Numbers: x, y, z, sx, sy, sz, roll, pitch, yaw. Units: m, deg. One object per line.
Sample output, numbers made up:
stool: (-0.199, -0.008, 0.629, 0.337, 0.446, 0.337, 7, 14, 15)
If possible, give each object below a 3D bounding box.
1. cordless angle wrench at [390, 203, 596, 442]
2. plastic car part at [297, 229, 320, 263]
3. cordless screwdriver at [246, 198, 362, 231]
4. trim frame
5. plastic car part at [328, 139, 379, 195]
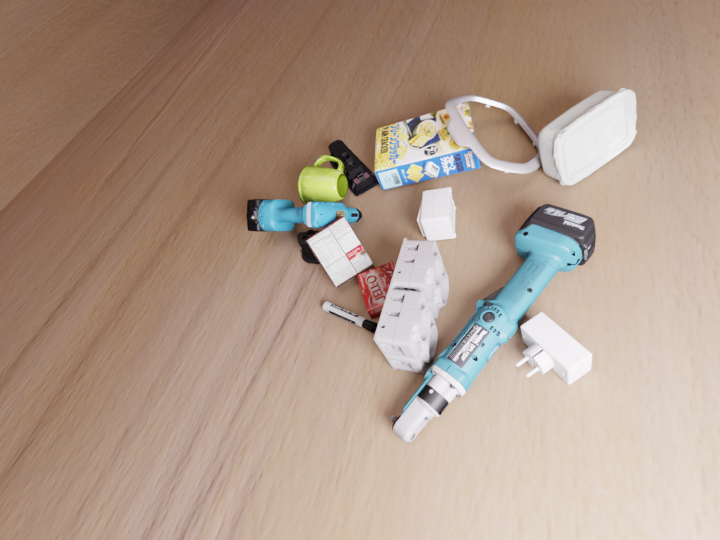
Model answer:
cordless angle wrench: (0.194, 0.079, 0.628, 0.421, 0.070, 0.104, -48, 48, -11)
plastic car part: (-0.087, -0.057, 0.885, 0.121, 0.067, 0.067, 2, 54, 25)
cordless screwdriver: (-0.130, -0.123, 0.941, 0.262, 0.152, 0.074, 6, 98, 41)
trim frame: (0.268, -0.279, 0.850, 0.180, 0.027, 0.259, -8, 57, -16)
plastic car part: (-0.032, -0.262, 1.034, 0.066, 0.063, 0.214, -37, 43, 4)
